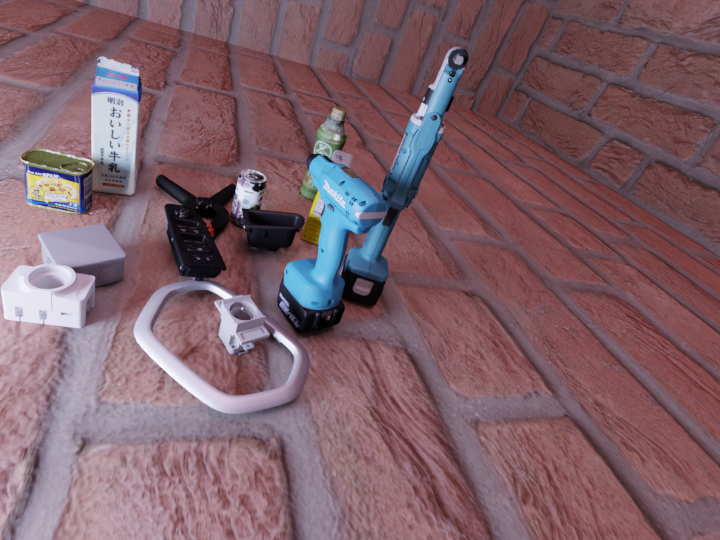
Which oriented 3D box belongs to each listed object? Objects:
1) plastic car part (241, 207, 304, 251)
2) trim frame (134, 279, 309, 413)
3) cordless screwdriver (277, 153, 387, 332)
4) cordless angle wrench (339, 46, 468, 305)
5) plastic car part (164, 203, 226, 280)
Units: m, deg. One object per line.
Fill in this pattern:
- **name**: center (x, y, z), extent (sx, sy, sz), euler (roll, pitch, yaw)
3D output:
- **plastic car part**: center (-0.164, -0.069, 0.783), extent (0.112, 0.070, 0.069), euler (5, 35, -23)
- **trim frame**: center (-0.182, 0.092, 0.569), extent (0.257, 0.027, 0.180), euler (30, 33, 17)
- **cordless screwdriver**: center (-0.061, -0.040, 0.627), extent (0.071, 0.246, 0.168), euler (-5, 41, -38)
- **cordless angle wrench**: center (0.063, -0.130, 0.666), extent (0.074, 0.418, 0.100), euler (19, 31, -6)
- **plastic car part**: center (-0.278, -0.044, 0.688), extent (0.063, 0.066, 0.214), euler (-2, 38, -33)
